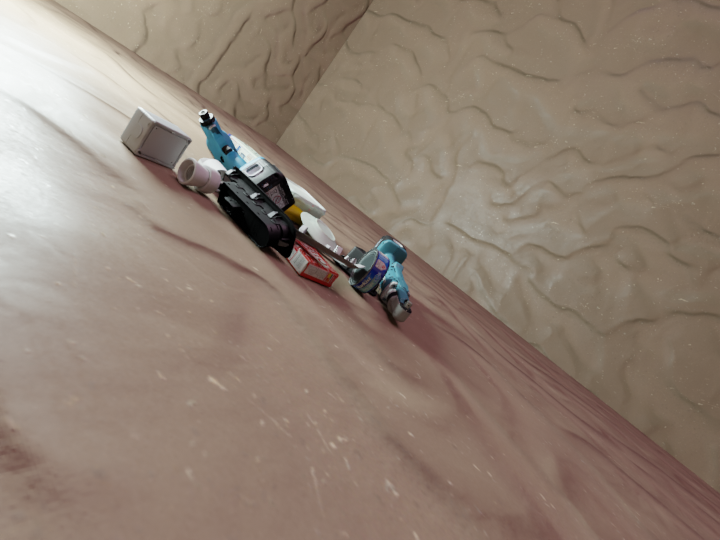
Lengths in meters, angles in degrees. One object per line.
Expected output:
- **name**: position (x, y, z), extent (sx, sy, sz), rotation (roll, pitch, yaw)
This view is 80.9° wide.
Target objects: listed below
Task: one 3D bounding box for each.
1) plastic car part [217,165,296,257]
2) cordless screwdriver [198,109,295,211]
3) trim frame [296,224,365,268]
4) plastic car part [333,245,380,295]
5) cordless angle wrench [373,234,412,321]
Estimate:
- **plastic car part**: position (-0.177, -0.097, 0.680), extent (0.213, 0.066, 0.064), rotation (41, 23, 28)
- **cordless screwdriver**: position (-0.232, -0.207, 0.816), extent (0.263, 0.074, 0.152), rotation (42, -19, 38)
- **trim frame**: position (-0.076, -0.050, 0.779), extent (0.182, 0.027, 0.251), rotation (33, -3, -7)
- **plastic car part**: position (0.011, -0.008, 0.884), extent (0.123, 0.071, 0.062), rotation (39, 11, 32)
- **cordless angle wrench**: position (0.070, 0.017, 0.950), extent (0.073, 0.098, 0.428), rotation (35, 14, -11)
